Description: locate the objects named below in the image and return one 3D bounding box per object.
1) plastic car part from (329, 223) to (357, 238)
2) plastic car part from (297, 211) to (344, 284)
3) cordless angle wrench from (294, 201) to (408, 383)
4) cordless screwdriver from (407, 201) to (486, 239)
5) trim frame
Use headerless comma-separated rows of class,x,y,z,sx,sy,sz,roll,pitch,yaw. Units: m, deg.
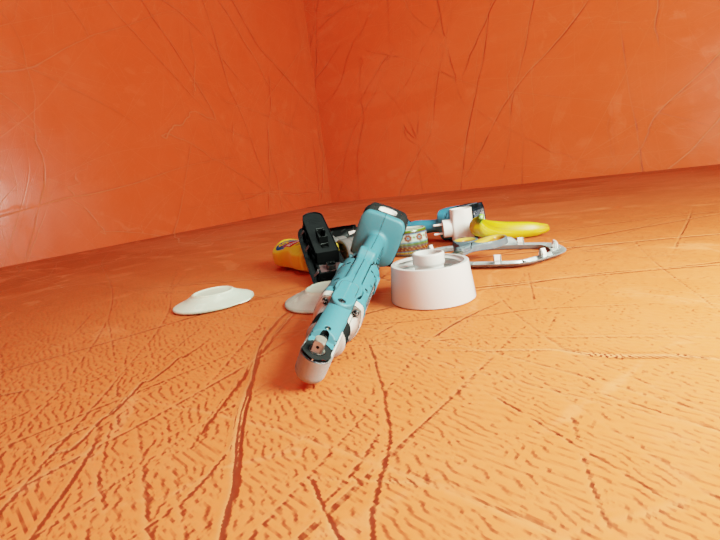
plastic car part,-0.059,-0.066,1.013,0.122,0.064,0.069,-1,27,47
plastic car part,-0.074,-0.049,0.759,0.066,0.064,0.212,-17,33,-8
cordless angle wrench,-0.003,0.008,0.536,0.075,0.097,0.422,21,24,3
cordless screwdriver,0.172,-0.110,1.014,0.260,0.073,0.154,-4,12,37
trim frame,0.216,-0.034,0.738,0.259,0.027,0.178,-2,12,33
